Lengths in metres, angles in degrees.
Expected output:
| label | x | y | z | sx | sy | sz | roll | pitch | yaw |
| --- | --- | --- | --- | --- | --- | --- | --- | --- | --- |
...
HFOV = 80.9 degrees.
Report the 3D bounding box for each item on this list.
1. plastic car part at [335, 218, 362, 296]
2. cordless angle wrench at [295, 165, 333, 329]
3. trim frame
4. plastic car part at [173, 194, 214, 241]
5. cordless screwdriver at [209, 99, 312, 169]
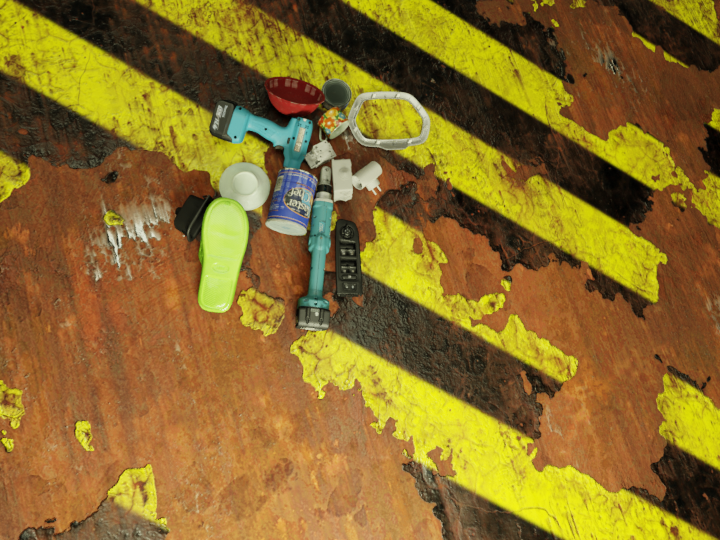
| label | x | y | z | sx | sy | sz | roll | pitch | yaw |
| --- | --- | --- | --- | --- | --- | --- | --- | --- | --- |
| plastic car part | -0.034 | -0.031 | 1.069 | 0.066 | 0.066 | 0.206 | 0 | 74 | -7 |
| cordless angle wrench | -0.103 | -0.067 | 1.055 | 0.073 | 0.098 | 0.429 | 7 | 73 | -10 |
| trim frame | 0.085 | -0.427 | 1.203 | 0.243 | 0.028 | 0.186 | -5 | 80 | -14 |
| plastic car part | -0.412 | -0.137 | 1.026 | 0.072 | 0.065 | 0.116 | 30 | 77 | 9 |
| cordless screwdriver | -0.258 | -0.335 | 1.082 | 0.245 | 0.076 | 0.158 | 14 | 103 | -8 |
